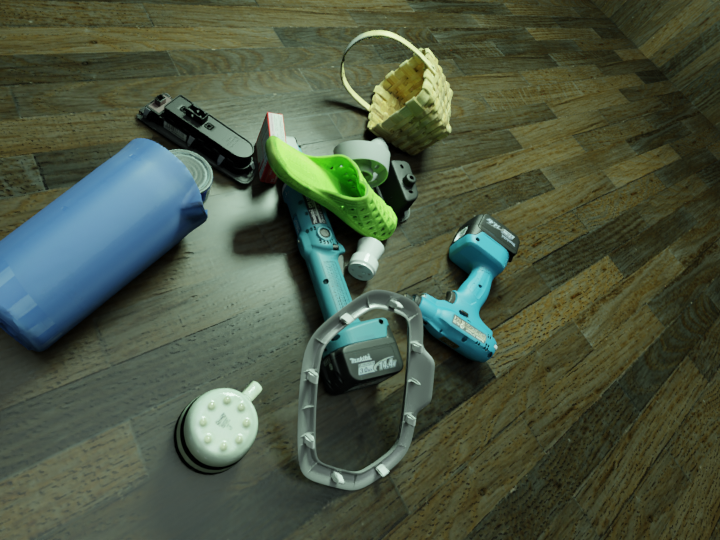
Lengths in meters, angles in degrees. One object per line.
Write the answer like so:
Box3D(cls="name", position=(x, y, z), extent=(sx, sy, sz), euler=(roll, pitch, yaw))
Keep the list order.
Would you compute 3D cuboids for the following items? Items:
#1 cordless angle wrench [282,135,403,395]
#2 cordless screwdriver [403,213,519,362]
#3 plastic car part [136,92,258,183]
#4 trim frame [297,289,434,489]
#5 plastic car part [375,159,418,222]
Box3D(cls="cordless angle wrench", position=(-0.062, -0.040, 0.632), extent=(0.094, 0.075, 0.438), euler=(-4, 61, -31))
Box3D(cls="cordless screwdriver", position=(0.168, 0.009, 0.706), extent=(0.158, 0.075, 0.250), euler=(31, 57, -6))
Box3D(cls="plastic car part", position=(-0.243, -0.216, 0.660), extent=(0.201, 0.067, 0.066), euler=(36, 46, -5))
Box3D(cls="trim frame", position=(0.011, 0.143, 0.493), extent=(0.176, 0.029, 0.246), euler=(-2, 99, -32))
Box3D(cls="plastic car part", position=(0.071, -0.151, 0.758), extent=(0.063, 0.071, 0.121), euler=(-1, 60, -27))
